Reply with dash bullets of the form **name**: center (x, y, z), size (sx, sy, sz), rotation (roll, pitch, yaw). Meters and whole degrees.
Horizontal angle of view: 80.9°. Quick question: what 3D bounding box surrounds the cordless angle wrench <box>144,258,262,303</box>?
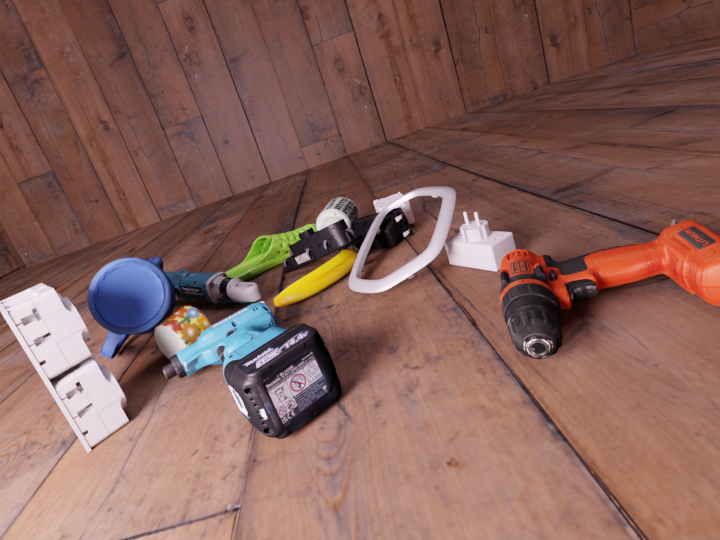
- **cordless angle wrench**: center (-0.349, 0.031, 0.856), size (0.444, 0.095, 0.073), rotation (1, 30, 38)

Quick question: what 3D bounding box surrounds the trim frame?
- **trim frame**: center (0.064, -0.055, 0.676), size (0.191, 0.026, 0.251), rotation (-17, 37, 37)

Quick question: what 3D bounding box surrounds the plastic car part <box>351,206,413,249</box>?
- **plastic car part**: center (0.030, -0.067, 0.803), size (0.121, 0.063, 0.071), rotation (-10, 35, 33)

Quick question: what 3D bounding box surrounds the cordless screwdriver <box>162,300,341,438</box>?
- **cordless screwdriver**: center (-0.140, 0.108, 0.490), size (0.156, 0.073, 0.260), rotation (-29, 18, -24)

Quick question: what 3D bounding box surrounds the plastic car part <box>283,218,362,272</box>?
- **plastic car part**: center (-0.077, -0.051, 0.791), size (0.064, 0.067, 0.211), rotation (-24, 7, -42)
